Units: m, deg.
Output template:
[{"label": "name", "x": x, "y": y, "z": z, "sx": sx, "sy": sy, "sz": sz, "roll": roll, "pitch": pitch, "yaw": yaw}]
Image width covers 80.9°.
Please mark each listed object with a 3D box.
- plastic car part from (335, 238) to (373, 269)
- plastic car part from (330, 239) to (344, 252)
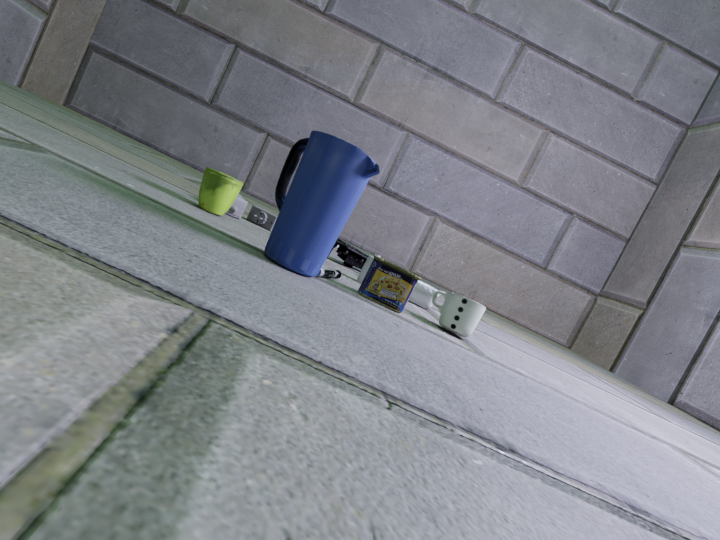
[{"label": "plastic car part", "x": -0.010, "y": -0.035, "z": 1.281, "sx": 0.070, "sy": 0.067, "sz": 0.192, "roll": 30, "pitch": 6, "yaw": 42}, {"label": "plastic car part", "x": -0.111, "y": -0.073, "z": 1.139, "sx": 0.062, "sy": 0.071, "sz": 0.123, "roll": 22, "pitch": 6, "yaw": -40}]
